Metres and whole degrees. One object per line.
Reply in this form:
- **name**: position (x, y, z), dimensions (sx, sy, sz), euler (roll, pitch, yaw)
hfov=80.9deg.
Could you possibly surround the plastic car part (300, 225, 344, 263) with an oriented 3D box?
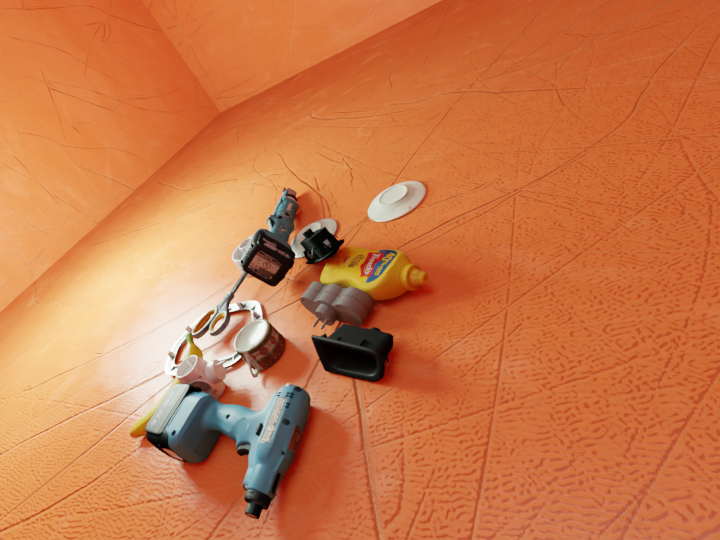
- **plastic car part**: position (-0.078, -0.051, 0.801), dimensions (0.066, 0.066, 0.208), euler (-33, 12, -11)

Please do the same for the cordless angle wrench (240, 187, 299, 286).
- **cordless angle wrench**: position (-0.189, -0.114, 1.010), dimensions (0.074, 0.095, 0.433), euler (-53, 18, 24)

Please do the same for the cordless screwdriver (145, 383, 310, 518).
- **cordless screwdriver**: position (-0.195, 0.239, 0.589), dimensions (0.258, 0.071, 0.161), euler (-9, 40, 29)

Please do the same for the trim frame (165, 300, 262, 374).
- **trim frame**: position (-0.296, 0.135, 0.848), dimensions (0.257, 0.026, 0.187), euler (-13, 40, 27)

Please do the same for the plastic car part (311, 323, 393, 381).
- **plastic car part**: position (0.000, 0.108, 0.599), dimensions (0.122, 0.064, 0.070), euler (0, 31, 37)
